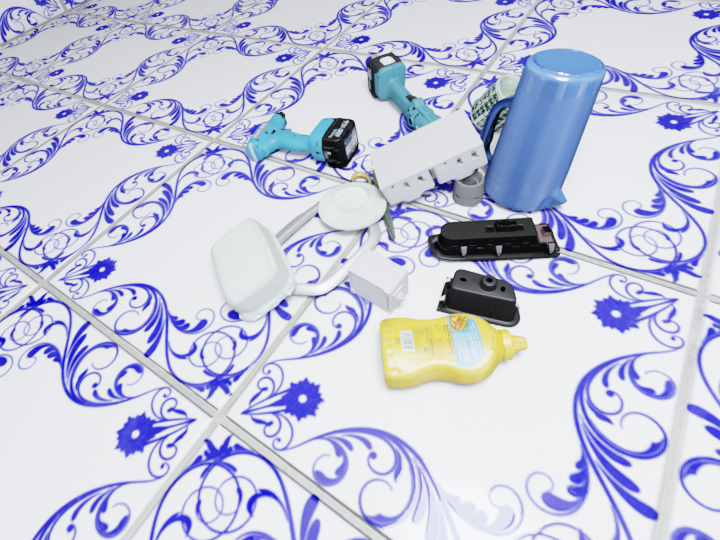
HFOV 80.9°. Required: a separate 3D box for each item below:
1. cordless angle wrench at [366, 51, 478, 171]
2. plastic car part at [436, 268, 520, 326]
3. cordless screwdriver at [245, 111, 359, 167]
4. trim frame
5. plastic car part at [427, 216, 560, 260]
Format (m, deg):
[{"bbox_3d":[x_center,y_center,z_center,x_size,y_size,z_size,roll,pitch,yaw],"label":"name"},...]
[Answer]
[{"bbox_3d":[0.133,-0.339,0.930,0.074,0.094,0.443,-21,54,-8],"label":"cordless angle wrench"},{"bbox_3d":[0.178,0.032,0.623,0.121,0.068,0.066,12,56,23],"label":"plastic car part"},{"bbox_3d":[-0.126,-0.310,0.965,0.259,0.071,0.160,9,54,23],"label":"cordless screwdriver"},{"bbox_3d":[-0.075,-0.049,0.770,0.194,0.026,0.246,30,64,29],"label":"trim frame"},{"bbox_3d":[0.216,-0.053,0.693,0.207,0.064,0.068,-5,58,11],"label":"plastic car part"}]
